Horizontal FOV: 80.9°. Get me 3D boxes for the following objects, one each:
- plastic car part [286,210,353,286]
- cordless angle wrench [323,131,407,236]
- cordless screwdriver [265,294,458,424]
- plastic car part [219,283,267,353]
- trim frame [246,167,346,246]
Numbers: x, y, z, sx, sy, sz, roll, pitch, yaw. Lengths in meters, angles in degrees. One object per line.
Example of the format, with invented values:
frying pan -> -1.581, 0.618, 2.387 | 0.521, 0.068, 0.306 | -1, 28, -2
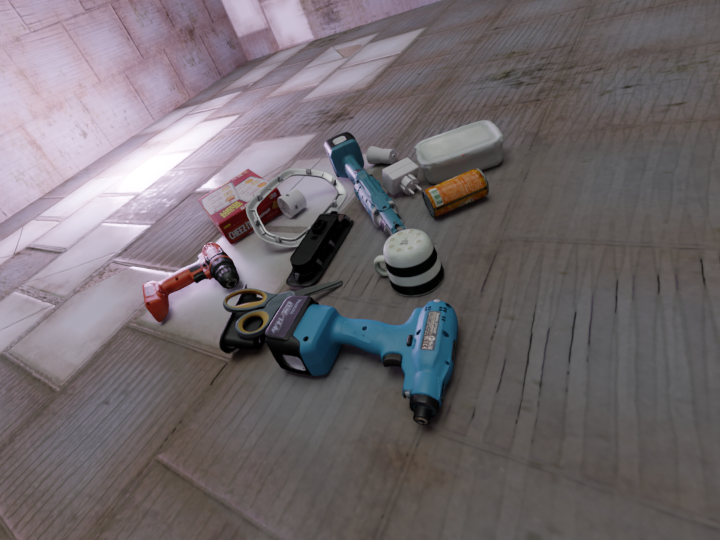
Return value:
plastic car part -> -0.079, -0.051, 0.803 | 0.069, 0.064, 0.204 | 12, 51, 18
cordless angle wrench -> 0.015, -0.170, 0.881 | 0.074, 0.093, 0.443 | -25, 40, -1
cordless screwdriver -> -0.007, 0.108, 0.554 | 0.258, 0.071, 0.160 | -1, 42, 25
plastic car part -> -0.175, 0.089, 0.693 | 0.072, 0.063, 0.119 | 1, 44, 11
trim frame -> -0.138, -0.149, 0.933 | 0.190, 0.027, 0.246 | 30, 56, 15
